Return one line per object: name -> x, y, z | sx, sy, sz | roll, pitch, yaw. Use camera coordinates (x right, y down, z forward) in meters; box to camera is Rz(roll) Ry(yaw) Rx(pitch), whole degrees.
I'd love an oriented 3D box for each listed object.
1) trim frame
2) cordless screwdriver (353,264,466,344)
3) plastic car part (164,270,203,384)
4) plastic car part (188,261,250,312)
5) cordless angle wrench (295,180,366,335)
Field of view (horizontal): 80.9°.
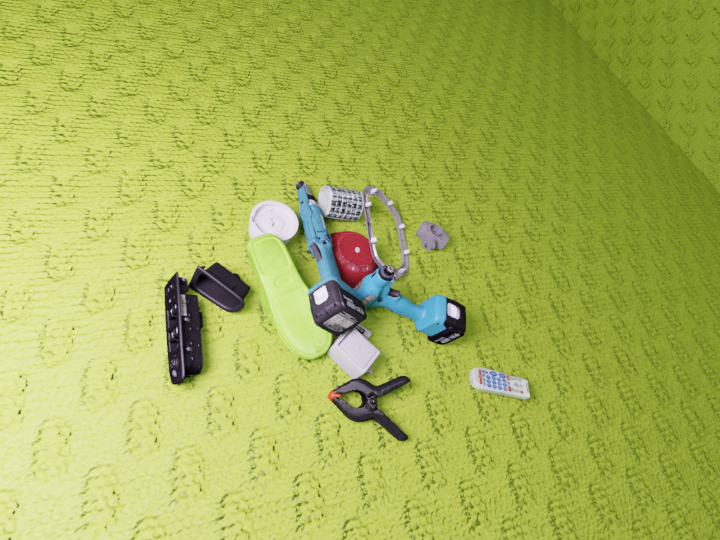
trim frame -> 0.063, -0.097, 1.033 | 0.174, 0.028, 0.255 | 21, 54, -45
cordless screwdriver -> 0.114, 0.069, 0.909 | 0.244, 0.159, 0.076 | 22, 53, -11
plastic car part -> -0.322, 0.108, 0.771 | 0.063, 0.068, 0.210 | 21, 45, -44
plastic car part -> -0.272, 0.028, 0.847 | 0.116, 0.066, 0.071 | 33, 37, -4
cordless angle wrench -> -0.091, -0.060, 0.933 | 0.092, 0.075, 0.442 | 36, 25, -43
